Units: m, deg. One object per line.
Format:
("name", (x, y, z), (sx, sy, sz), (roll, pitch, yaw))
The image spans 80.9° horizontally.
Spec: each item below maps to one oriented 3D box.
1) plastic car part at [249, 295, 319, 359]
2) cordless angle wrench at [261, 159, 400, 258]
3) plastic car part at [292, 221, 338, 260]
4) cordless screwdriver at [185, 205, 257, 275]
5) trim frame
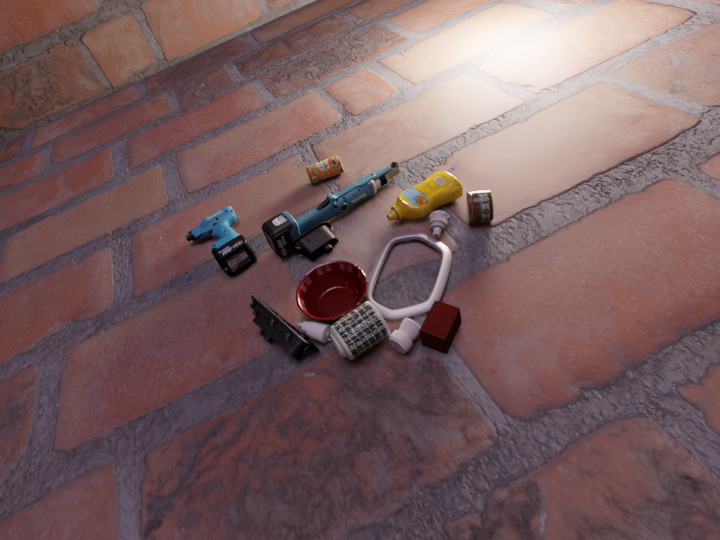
("plastic car part", (-0.176, 0.127, 0.911), (0.214, 0.063, 0.067), (26, 72, 36))
("cordless angle wrench", (-0.060, -0.180, 1.133), (0.418, 0.093, 0.079), (-33, 47, -16))
("plastic car part", (-0.104, -0.068, 1.067), (0.115, 0.064, 0.074), (-33, 62, -15))
("cordless screwdriver", (-0.392, -0.078, 1.171), (0.158, 0.071, 0.263), (-32, 43, -9))
("trim frame", (0.100, 0.006, 0.940), (0.192, 0.026, 0.250), (7, 54, 25))
